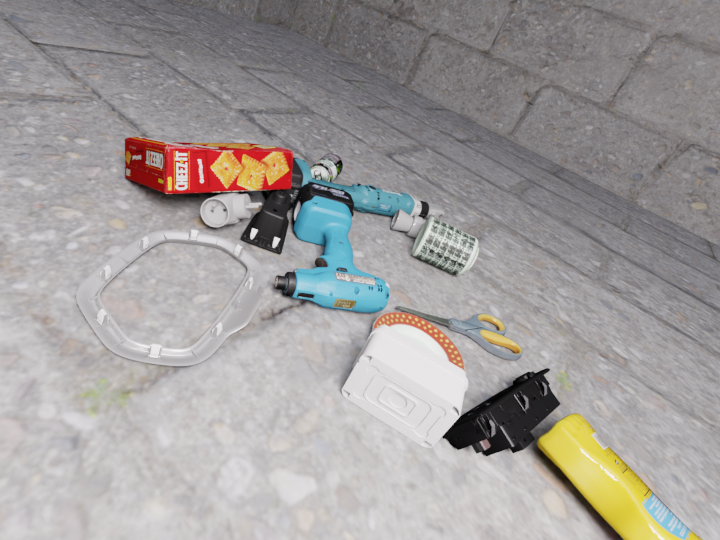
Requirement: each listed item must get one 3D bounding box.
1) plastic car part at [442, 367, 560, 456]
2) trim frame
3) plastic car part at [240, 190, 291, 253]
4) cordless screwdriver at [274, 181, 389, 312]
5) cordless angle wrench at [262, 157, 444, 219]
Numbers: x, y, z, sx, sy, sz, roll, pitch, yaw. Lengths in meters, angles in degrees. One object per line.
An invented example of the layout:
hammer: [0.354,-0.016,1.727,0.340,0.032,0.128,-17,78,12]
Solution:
plastic car part: [0.180,0.165,0.495,0.195,0.066,0.070,-15,58,-45]
trim frame: [-0.211,0.016,0.508,0.184,0.027,0.251,23,29,-2]
plastic car part: [-0.138,-0.090,0.674,0.065,0.070,0.119,21,34,-11]
cordless screwdriver: [-0.063,-0.041,0.647,0.153,0.074,0.260,8,38,-23]
cordless angle wrench: [0.010,-0.148,0.861,0.405,0.074,0.103,6,35,-29]
